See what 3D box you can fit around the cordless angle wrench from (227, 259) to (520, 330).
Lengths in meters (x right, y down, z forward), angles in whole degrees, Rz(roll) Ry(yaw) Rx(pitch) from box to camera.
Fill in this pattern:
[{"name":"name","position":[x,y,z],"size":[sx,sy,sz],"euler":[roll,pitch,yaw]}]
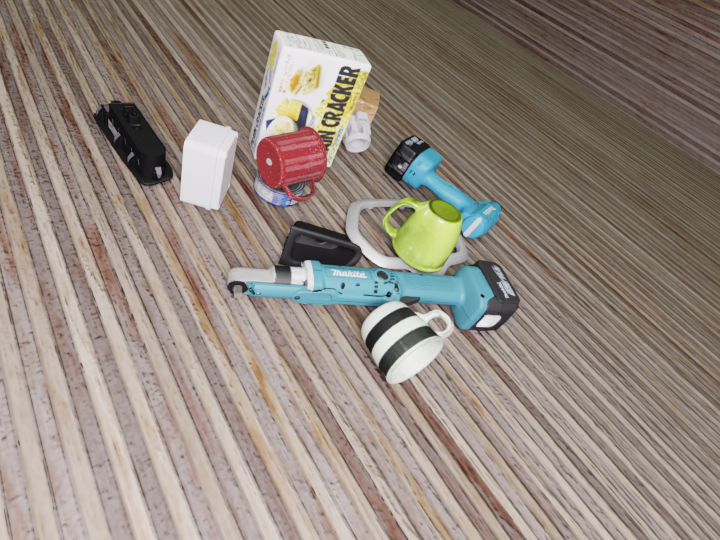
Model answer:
[{"name":"cordless angle wrench","position":[0.024,0.025,0.605],"size":[0.410,0.073,0.102],"euler":[5,46,-18]}]

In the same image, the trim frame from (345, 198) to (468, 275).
[{"name":"trim frame","position":[0.083,-0.064,0.753],"size":[0.238,0.027,0.193],"euler":[-4,49,-31]}]

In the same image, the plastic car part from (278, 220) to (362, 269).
[{"name":"plastic car part","position":[-0.063,-0.041,0.641],"size":[0.112,0.065,0.074],"euler":[11,30,-21]}]

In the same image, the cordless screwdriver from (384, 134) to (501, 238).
[{"name":"cordless screwdriver","position":[0.181,-0.178,0.881],"size":[0.256,0.074,0.155],"euler":[44,40,14]}]

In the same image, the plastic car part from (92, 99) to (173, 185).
[{"name":"plastic car part","position":[-0.356,-0.214,0.673],"size":[0.064,0.067,0.211],"euler":[-13,57,-45]}]
